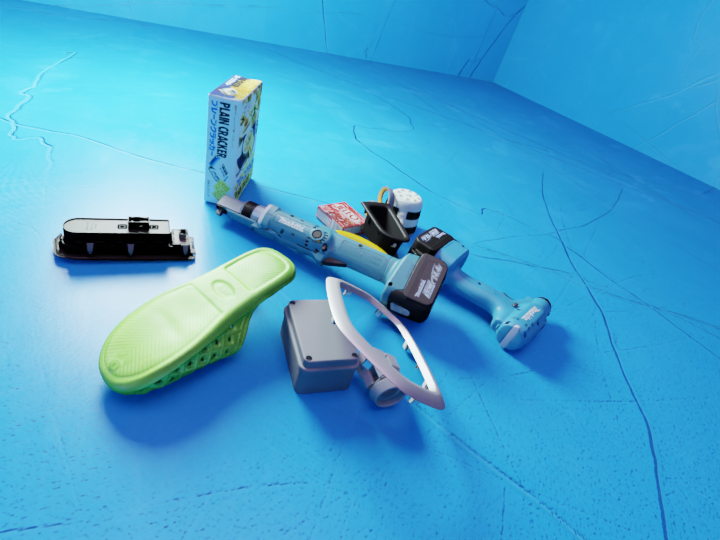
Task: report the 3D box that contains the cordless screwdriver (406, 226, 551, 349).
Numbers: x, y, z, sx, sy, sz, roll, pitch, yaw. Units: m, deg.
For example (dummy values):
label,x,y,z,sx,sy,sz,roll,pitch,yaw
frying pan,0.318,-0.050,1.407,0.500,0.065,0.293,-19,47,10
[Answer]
label,x,y,z,sx,sy,sz,roll,pitch,yaw
cordless screwdriver,0.209,0.020,0.750,0.154,0.073,0.261,-22,53,-43

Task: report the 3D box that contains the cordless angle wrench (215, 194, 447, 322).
label,x,y,z,sx,sy,sz,roll,pitch,yaw
cordless angle wrench,-0.071,-0.046,0.722,0.438,0.072,0.098,24,67,18

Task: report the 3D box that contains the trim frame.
label,x,y,z,sx,sy,sz,roll,pitch,yaw
trim frame,0.027,0.085,0.550,0.179,0.027,0.256,35,9,-17

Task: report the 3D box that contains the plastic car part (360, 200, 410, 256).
label,x,y,z,sx,sy,sz,roll,pitch,yaw
plastic car part,0.040,-0.072,0.809,0.063,0.070,0.122,0,45,-26

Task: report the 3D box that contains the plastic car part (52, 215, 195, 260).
label,x,y,z,sx,sy,sz,roll,pitch,yaw
plastic car part,-0.360,-0.050,0.649,0.197,0.066,0.069,-4,46,-22
